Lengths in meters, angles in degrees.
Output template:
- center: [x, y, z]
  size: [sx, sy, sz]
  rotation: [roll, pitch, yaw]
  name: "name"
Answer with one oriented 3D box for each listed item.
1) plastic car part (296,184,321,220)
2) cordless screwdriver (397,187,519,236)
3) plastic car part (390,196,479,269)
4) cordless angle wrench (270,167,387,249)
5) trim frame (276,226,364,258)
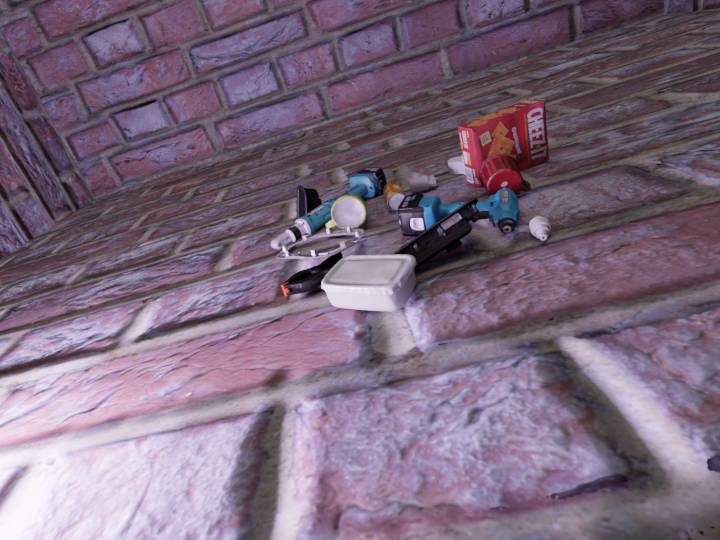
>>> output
- center: [-0.150, -0.196, 1.263]
  size: [0.068, 0.115, 0.069]
  rotation: [-5, 15, -34]
  name: "plastic car part"
- center: [0.209, -0.118, 0.921]
  size: [0.257, 0.072, 0.159]
  rotation: [-3, 31, 22]
  name: "cordless screwdriver"
- center: [0.151, -0.060, 0.830]
  size: [0.203, 0.068, 0.065]
  rotation: [-30, -8, 2]
  name: "plastic car part"
- center: [-0.089, -0.177, 1.224]
  size: [0.416, 0.071, 0.103]
  rotation: [-39, 32, -29]
  name: "cordless angle wrench"
- center: [-0.102, -0.066, 1.039]
  size: [0.261, 0.027, 0.180]
  rotation: [2, 30, 44]
  name: "trim frame"
